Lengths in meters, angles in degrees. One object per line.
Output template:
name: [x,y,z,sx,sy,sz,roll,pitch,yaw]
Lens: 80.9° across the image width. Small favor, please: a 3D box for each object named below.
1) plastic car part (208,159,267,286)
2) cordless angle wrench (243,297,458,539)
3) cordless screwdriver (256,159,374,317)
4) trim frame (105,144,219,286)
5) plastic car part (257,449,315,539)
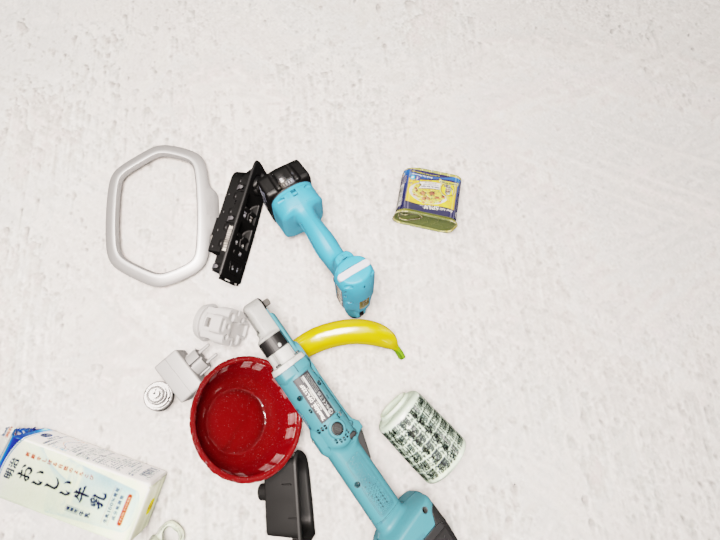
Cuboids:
plastic car part: [-0.200,-0.081,0.688,0.070,0.063,0.204,10,76,25]
cordless angle wrench: [-0.037,0.219,0.585,0.096,0.074,0.430,-32,80,-27]
cordless screwdriver: [-0.064,-0.042,0.652,0.073,0.154,0.260,-30,64,-13]
trim frame: [-0.330,-0.095,0.704,0.184,0.027,0.253,-7,74,-2]
plastic car part: [-0.107,0.315,0.589,0.072,0.064,0.119,-13,74,8]
